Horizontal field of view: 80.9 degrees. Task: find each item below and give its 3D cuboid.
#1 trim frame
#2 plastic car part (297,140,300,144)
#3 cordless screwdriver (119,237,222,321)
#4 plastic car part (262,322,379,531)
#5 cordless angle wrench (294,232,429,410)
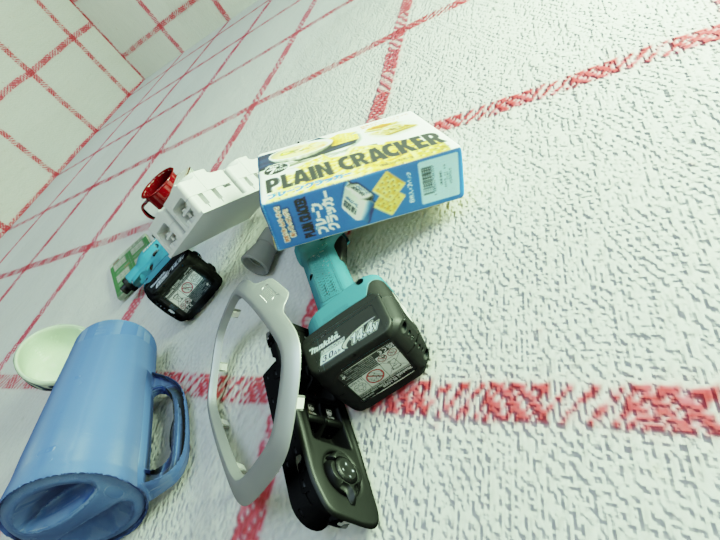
[{"bbox_3d":[-0.111,0.100,0.416,0.260,0.026,0.183,24,99,61],"label":"trim frame"},{"bbox_3d":[-0.042,-0.163,0.648,0.070,0.063,0.123,-30,41,-9],"label":"plastic car part"},{"bbox_3d":[-0.334,0.010,0.713,0.159,0.070,0.262,-49,36,-9],"label":"cordless screwdriver"},{"bbox_3d":[-0.050,0.131,0.376,0.067,0.063,0.214,-47,38,9],"label":"plastic car part"},{"bbox_3d":[-0.051,-0.034,0.525,0.098,0.070,0.443,-35,37,6],"label":"cordless angle wrench"}]
